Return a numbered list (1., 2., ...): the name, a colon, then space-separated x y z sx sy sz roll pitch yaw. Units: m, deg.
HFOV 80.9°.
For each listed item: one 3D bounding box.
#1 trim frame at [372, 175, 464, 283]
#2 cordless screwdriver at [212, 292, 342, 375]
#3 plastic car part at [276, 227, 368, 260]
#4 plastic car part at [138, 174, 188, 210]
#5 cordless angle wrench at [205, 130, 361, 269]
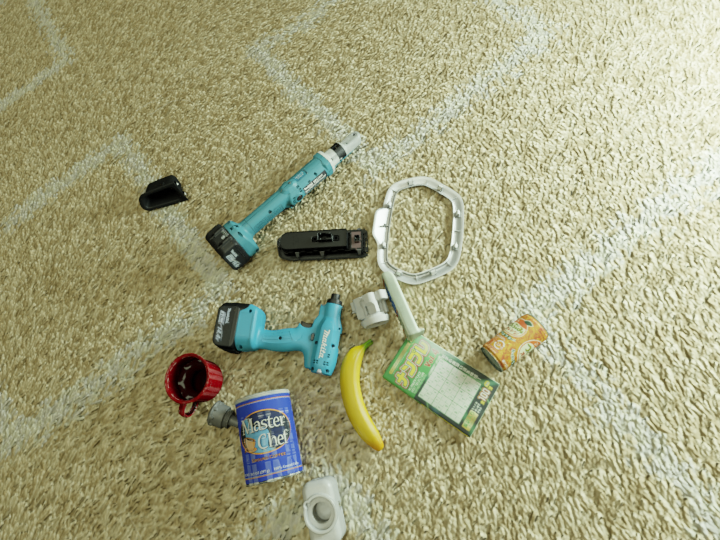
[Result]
1. trim frame: 0.120 -0.091 0.887 0.189 0.026 0.251 5 72 16
2. cordless screwdriver: -0.160 0.108 0.849 0.254 0.072 0.161 8 71 11
3. plastic car part: -0.089 -0.058 0.905 0.207 0.064 0.067 -4 76 14
4. plastic car part: -0.497 -0.202 1.058 0.118 0.063 0.073 -13 53 10
5. cordless angle wrench: -0.154 -0.176 0.952 0.421 0.094 0.078 -43 66 -10
